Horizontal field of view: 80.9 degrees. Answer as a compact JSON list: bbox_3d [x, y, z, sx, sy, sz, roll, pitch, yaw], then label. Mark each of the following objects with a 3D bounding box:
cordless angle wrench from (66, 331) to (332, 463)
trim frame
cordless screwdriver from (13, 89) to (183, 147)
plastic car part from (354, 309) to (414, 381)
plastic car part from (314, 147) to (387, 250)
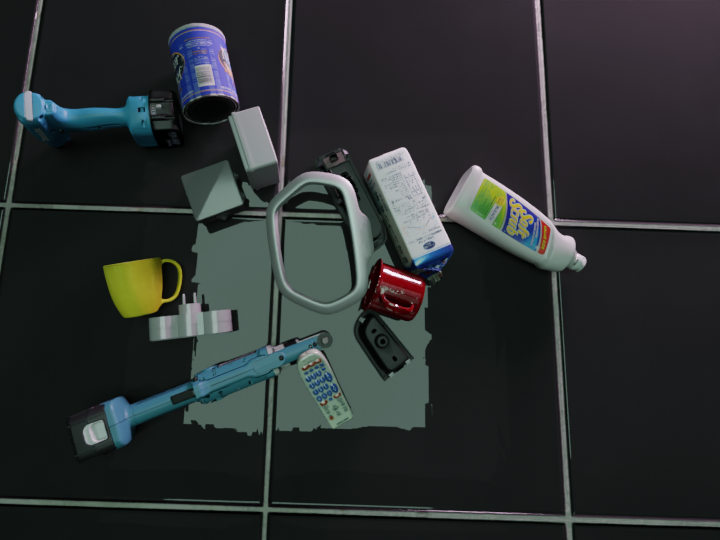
[{"bbox_3d":[-0.244,0.187,0.693,0.419,0.098,0.075,-21,85,-8],"label":"cordless angle wrench"},{"bbox_3d":[-0.071,-0.047,0.731,0.188,0.027,0.248,-9,89,15],"label":"trim frame"},{"bbox_3d":[-0.446,-0.257,0.750,0.242,0.162,0.075,-6,87,-19],"label":"cordless screwdriver"},{"bbox_3d":[0.036,0.123,0.709,0.065,0.071,0.117,-36,87,-8],"label":"plastic car part"},{"bbox_3d":[-0.010,-0.130,0.758,0.065,0.067,0.205,-24,85,-13],"label":"plastic car part"}]
